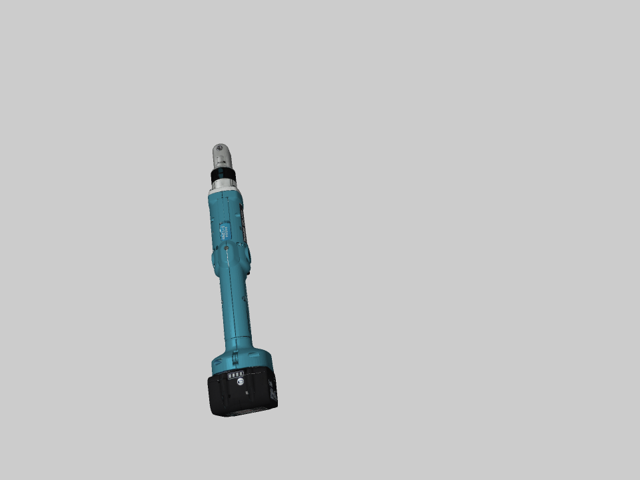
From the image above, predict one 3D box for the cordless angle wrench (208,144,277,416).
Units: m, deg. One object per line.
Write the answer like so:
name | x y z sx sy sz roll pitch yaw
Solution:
cordless angle wrench | -0.130 0.029 0.625 0.074 0.421 0.098 -10 -25 -2
